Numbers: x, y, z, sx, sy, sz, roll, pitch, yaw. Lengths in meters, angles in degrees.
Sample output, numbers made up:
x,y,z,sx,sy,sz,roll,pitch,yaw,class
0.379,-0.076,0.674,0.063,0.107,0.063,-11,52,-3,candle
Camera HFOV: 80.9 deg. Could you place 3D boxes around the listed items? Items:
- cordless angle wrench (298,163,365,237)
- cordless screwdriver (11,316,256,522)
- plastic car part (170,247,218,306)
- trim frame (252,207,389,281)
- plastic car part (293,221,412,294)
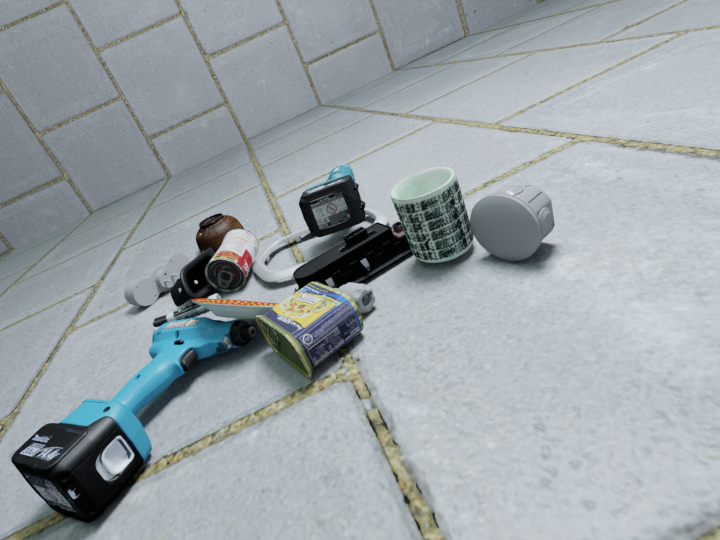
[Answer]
x,y,z,sx,sy,sz,roll,pitch,yaw,class
-0.043,-0.170,0.844,0.099,0.072,0.429,-19,20,8,cordless angle wrench
-0.230,0.138,0.475,0.164,0.072,0.249,-11,26,24,cordless screwdriver
-0.287,0.021,0.731,0.072,0.065,0.116,-35,10,28,plastic car part
-0.070,-0.046,0.714,0.252,0.026,0.189,-21,28,11,trim frame
-0.011,-0.015,0.578,0.201,0.064,0.070,-34,34,-12,plastic car part
